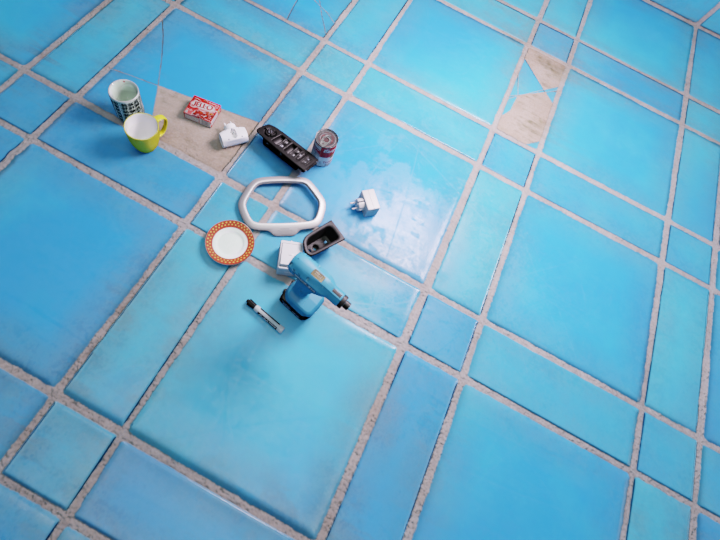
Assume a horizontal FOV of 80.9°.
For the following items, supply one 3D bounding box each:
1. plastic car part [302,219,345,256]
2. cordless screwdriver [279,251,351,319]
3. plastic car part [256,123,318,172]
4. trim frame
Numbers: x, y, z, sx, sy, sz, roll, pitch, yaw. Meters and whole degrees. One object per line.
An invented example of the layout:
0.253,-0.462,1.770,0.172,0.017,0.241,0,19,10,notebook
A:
-0.112,-0.073,1.148,0.114,0.071,0.067,-32,79,-21,plastic car part
-0.110,0.059,0.997,0.161,0.248,0.074,42,66,4,cordless screwdriver
-0.221,-0.357,1.250,0.206,0.066,0.066,42,66,7,plastic car part
-0.221,-0.186,1.199,0.244,0.027,0.189,-3,68,-12,trim frame
